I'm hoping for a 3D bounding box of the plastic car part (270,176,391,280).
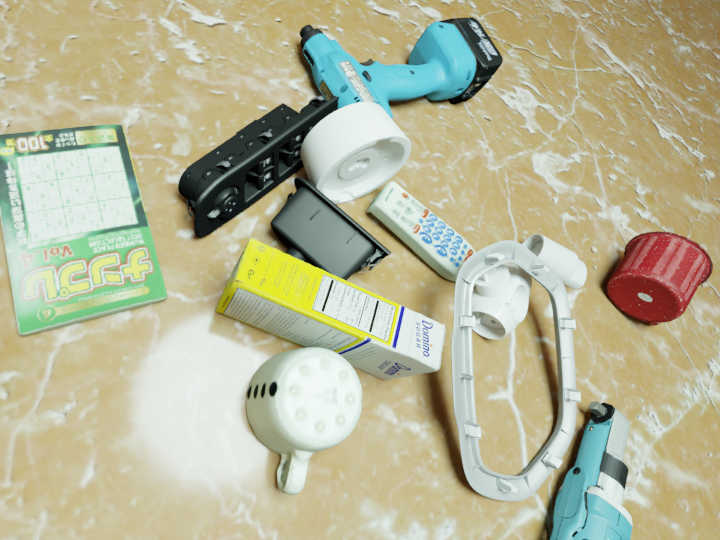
[{"bbox_3d":[-0.040,-0.026,0.413,0.117,0.066,0.071,39,74,1],"label":"plastic car part"}]

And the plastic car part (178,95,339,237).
[{"bbox_3d":[-0.102,-0.116,0.422,0.068,0.066,0.202,35,59,5],"label":"plastic car part"}]

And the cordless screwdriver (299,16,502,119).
[{"bbox_3d":[0.051,-0.269,0.545,0.243,0.075,0.162,-28,80,-25],"label":"cordless screwdriver"}]

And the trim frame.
[{"bbox_3d":[0.153,0.094,0.411,0.177,0.028,0.249,1,86,-27],"label":"trim frame"}]

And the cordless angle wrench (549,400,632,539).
[{"bbox_3d":[0.165,0.290,0.343,0.098,0.075,0.420,41,57,-3],"label":"cordless angle wrench"}]
